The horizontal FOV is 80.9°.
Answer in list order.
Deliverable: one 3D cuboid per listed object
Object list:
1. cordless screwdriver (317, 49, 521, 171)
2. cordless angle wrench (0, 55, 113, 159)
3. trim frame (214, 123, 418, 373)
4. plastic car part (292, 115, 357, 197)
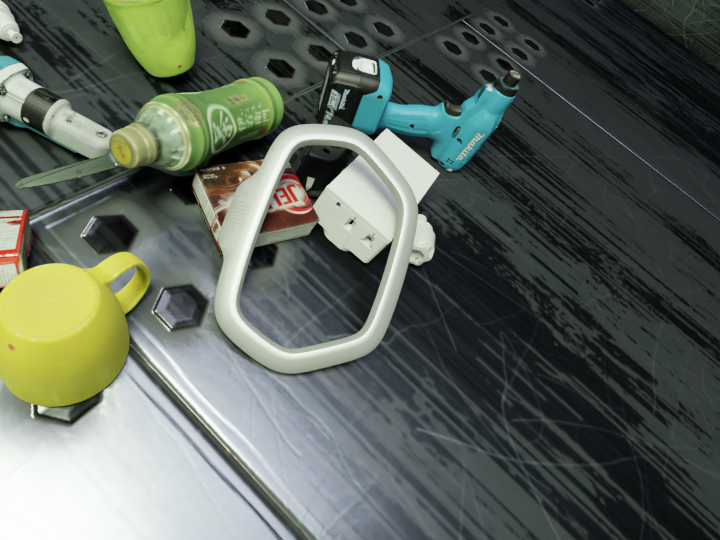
[{"bbox_3d":[0.073,-0.230,0.572,0.243,0.159,0.076,14,55,-14],"label":"cordless screwdriver"},{"bbox_3d":[-0.426,-0.217,0.390,0.416,0.098,0.075,28,48,-8],"label":"cordless angle wrench"},{"bbox_3d":[-0.040,-0.026,0.407,0.180,0.028,0.250,19,80,-11],"label":"trim frame"},{"bbox_3d":[-0.039,-0.147,0.522,0.066,0.071,0.117,31,48,-5],"label":"plastic car part"}]
